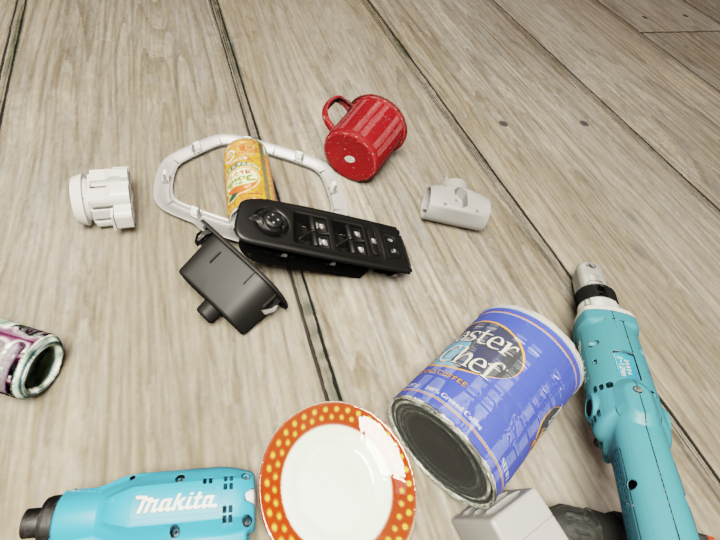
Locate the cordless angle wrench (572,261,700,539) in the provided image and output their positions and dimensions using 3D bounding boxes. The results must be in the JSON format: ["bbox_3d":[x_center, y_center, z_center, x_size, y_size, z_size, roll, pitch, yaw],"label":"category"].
[{"bbox_3d":[0.218,0.123,0.348,0.076,0.095,0.425,7,38,13],"label":"cordless angle wrench"}]

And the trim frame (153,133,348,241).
[{"bbox_3d":[-0.135,-0.105,0.535,0.249,0.027,0.187,17,54,1],"label":"trim frame"}]

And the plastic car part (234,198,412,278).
[{"bbox_3d":[-0.044,-0.029,0.455,0.193,0.068,0.068,12,57,-31],"label":"plastic car part"}]

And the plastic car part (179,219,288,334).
[{"bbox_3d":[-0.138,0.017,0.429,0.120,0.064,0.070,42,72,16],"label":"plastic car part"}]

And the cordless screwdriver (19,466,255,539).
[{"bbox_3d":[-0.140,0.254,0.243,0.156,0.073,0.258,-2,51,-11],"label":"cordless screwdriver"}]
